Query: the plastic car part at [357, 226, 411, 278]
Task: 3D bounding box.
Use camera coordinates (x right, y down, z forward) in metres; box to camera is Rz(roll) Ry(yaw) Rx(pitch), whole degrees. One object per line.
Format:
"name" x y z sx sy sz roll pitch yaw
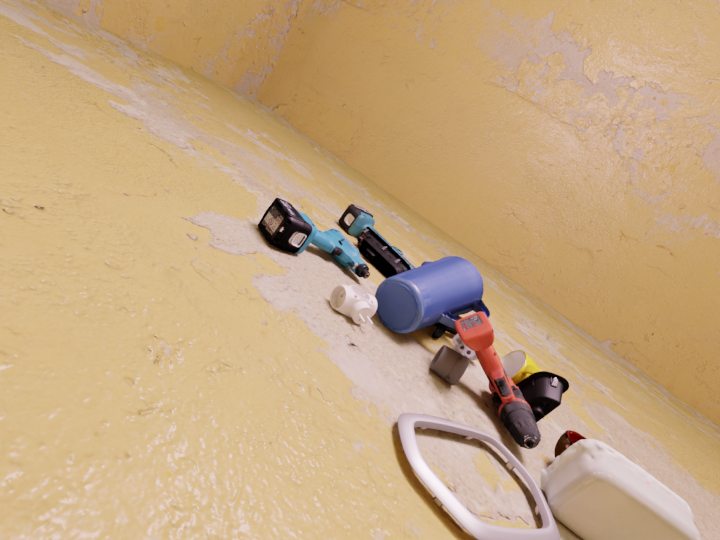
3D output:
"plastic car part" 0.055 -0.036 1.117 0.064 0.066 0.214 -3 38 -48

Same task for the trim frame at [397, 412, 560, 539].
"trim frame" 0.146 0.254 0.530 0.237 0.027 0.193 21 22 -31

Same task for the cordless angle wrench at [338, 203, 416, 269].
"cordless angle wrench" 0.090 -0.037 1.177 0.093 0.074 0.446 14 27 -48

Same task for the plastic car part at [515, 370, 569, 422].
"plastic car part" 0.314 0.237 0.758 0.067 0.116 0.070 36 40 5

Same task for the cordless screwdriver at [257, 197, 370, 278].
"cordless screwdriver" -0.088 -0.058 0.899 0.235 0.074 0.168 20 21 -49
